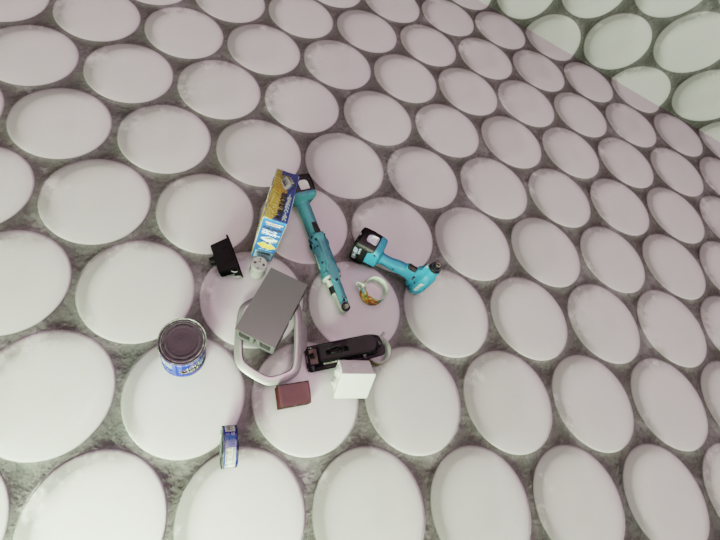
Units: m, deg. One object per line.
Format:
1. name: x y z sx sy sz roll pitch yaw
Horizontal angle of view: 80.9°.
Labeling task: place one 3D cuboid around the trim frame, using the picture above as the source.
1. trim frame: -0.225 0.165 1.071 0.181 0.027 0.256 1 57 -9

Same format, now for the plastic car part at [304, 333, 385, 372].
1. plastic car part: -0.041 0.198 1.062 0.203 0.065 0.069 -11 58 -1

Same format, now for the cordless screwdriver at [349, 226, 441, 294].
1. cordless screwdriver: 0.100 -0.033 1.206 0.250 0.158 0.074 32 59 2

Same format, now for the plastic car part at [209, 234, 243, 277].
1. plastic car part: -0.366 -0.030 1.131 0.070 0.064 0.121 -24 69 -12

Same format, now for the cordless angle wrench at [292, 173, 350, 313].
1. cordless angle wrench: -0.119 -0.078 1.213 0.072 0.098 0.434 -14 72 -25
